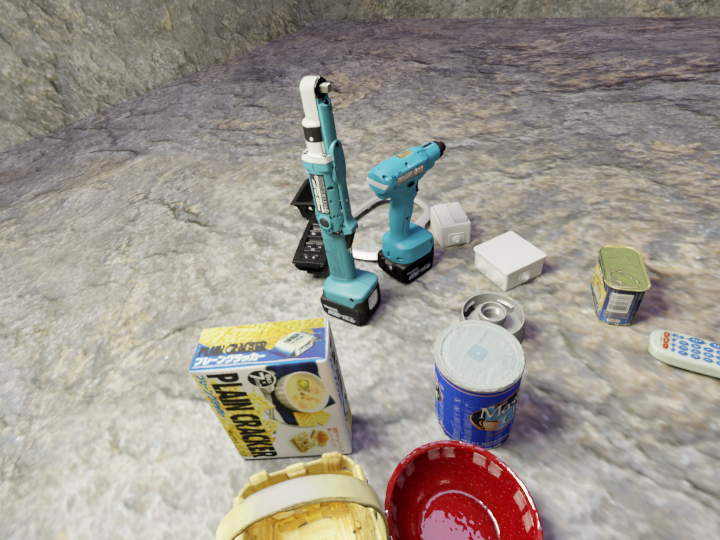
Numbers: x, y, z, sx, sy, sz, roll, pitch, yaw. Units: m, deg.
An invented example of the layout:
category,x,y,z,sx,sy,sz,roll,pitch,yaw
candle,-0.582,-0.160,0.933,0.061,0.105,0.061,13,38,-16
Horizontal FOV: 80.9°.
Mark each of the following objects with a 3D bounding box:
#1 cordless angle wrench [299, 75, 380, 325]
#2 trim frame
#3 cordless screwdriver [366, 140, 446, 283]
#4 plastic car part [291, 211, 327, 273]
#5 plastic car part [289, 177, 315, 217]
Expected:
category,x,y,z,sx,sy,sz,roll,pitch,yaw
cordless angle wrench,-0.039,-0.086,0.656,0.103,0.406,0.074,18,46,29
trim frame,0.051,-0.103,0.945,0.195,0.026,0.244,27,54,37
cordless screwdriver,0.095,-0.107,0.773,0.156,0.239,0.079,-32,44,-24
plastic car part,-0.088,-0.058,0.899,0.068,0.064,0.207,-2,41,10
plastic car part,-0.118,-0.171,1.035,0.068,0.068,0.118,3,42,17
